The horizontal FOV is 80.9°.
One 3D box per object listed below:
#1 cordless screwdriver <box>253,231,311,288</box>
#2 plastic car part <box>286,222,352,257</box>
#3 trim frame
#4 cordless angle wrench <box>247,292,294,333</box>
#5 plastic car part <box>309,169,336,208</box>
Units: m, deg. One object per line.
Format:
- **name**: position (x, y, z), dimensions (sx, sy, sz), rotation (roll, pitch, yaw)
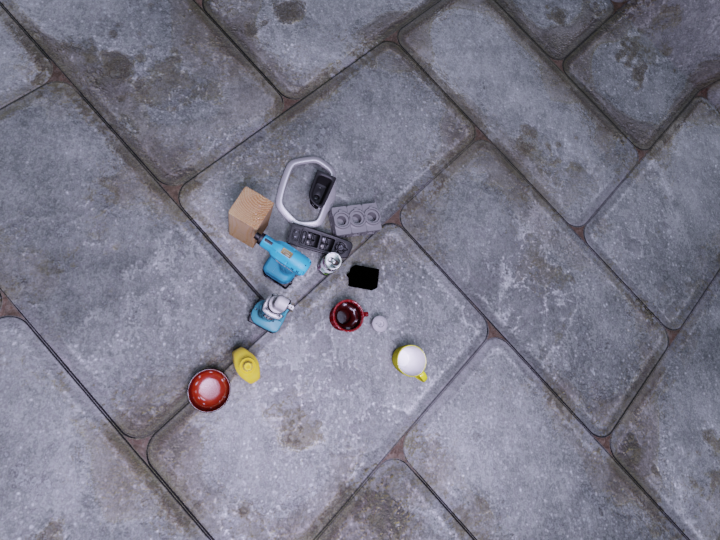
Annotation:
- **cordless screwdriver**: position (-0.229, -0.029, 1.162), dimensions (0.158, 0.251, 0.074), rotation (35, 72, -6)
- **plastic car part**: position (-0.126, -0.083, 1.293), dimensions (0.200, 0.067, 0.067), rotation (15, 75, -8)
- **trim frame**: position (-0.168, -0.251, 1.347), dimensions (0.181, 0.028, 0.251), rotation (16, 74, -8)
- **cordless angle wrench**: position (-0.217, 0.099, 1.041), dimensions (0.097, 0.427, 0.074), rotation (30, 73, -9)
- **plastic car part**: position (-0.131, -0.245, 1.330), dimensions (0.065, 0.071, 0.117), rotation (22, 73, -9)
